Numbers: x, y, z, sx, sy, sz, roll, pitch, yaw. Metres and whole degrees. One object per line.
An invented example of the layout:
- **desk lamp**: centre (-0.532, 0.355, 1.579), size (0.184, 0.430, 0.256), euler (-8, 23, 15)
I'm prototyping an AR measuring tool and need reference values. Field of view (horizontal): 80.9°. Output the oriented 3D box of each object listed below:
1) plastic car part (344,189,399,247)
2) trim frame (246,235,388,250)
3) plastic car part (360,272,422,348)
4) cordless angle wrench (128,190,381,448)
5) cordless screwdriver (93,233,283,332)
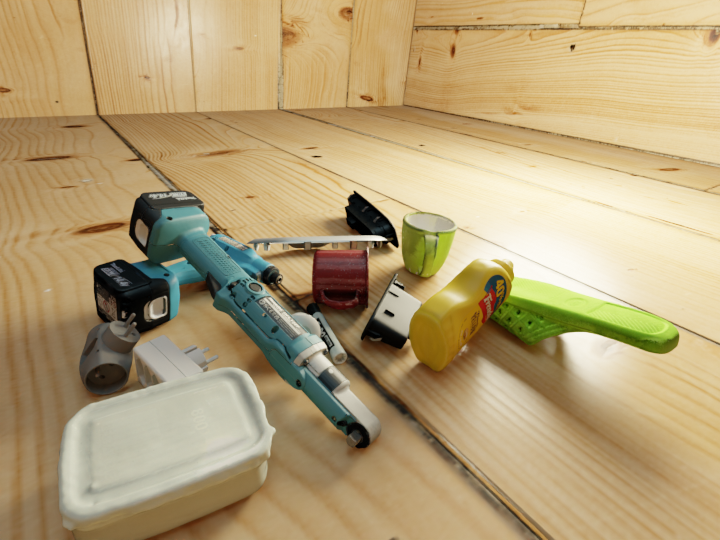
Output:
- **plastic car part**: centre (0.013, -0.105, 0.893), size (0.065, 0.064, 0.214), euler (-18, 34, -21)
- **trim frame**: centre (-0.072, -0.047, 0.732), size (0.243, 0.027, 0.189), euler (-4, 5, -17)
- **plastic car part**: centre (0.050, 0.068, 0.578), size (0.072, 0.065, 0.116), euler (24, 33, 6)
- **cordless angle wrench**: centre (-0.138, 0.040, 0.514), size (0.443, 0.074, 0.094), euler (39, 31, 26)
- **cordless screwdriver**: centre (-0.244, 0.016, 0.625), size (0.167, 0.073, 0.242), euler (22, 29, 26)
